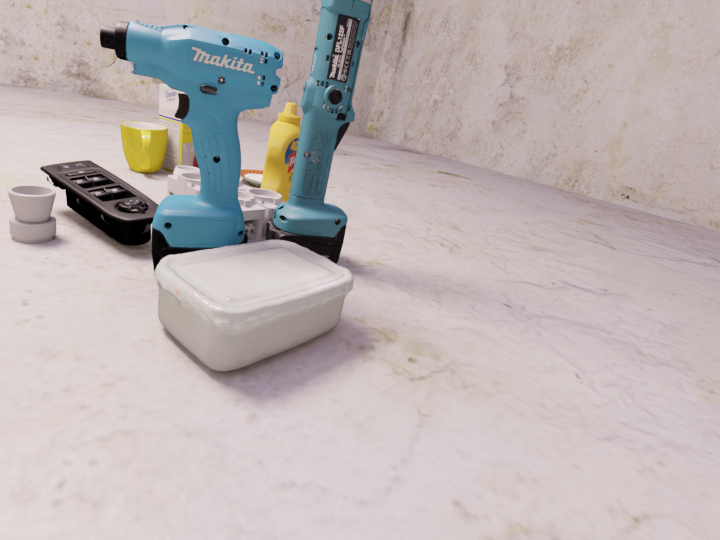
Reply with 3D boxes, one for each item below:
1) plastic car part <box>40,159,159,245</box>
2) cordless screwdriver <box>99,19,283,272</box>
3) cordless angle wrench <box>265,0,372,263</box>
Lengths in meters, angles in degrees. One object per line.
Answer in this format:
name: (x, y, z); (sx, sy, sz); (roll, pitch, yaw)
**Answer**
plastic car part: (-0.324, -0.084, 0.533); (0.213, 0.066, 0.064); (24, 23, 29)
cordless screwdriver: (-0.174, -0.108, 0.421); (0.155, 0.245, 0.077); (7, 20, -17)
cordless angle wrench: (-0.037, -0.209, 0.510); (0.095, 0.417, 0.078); (5, 21, -22)
